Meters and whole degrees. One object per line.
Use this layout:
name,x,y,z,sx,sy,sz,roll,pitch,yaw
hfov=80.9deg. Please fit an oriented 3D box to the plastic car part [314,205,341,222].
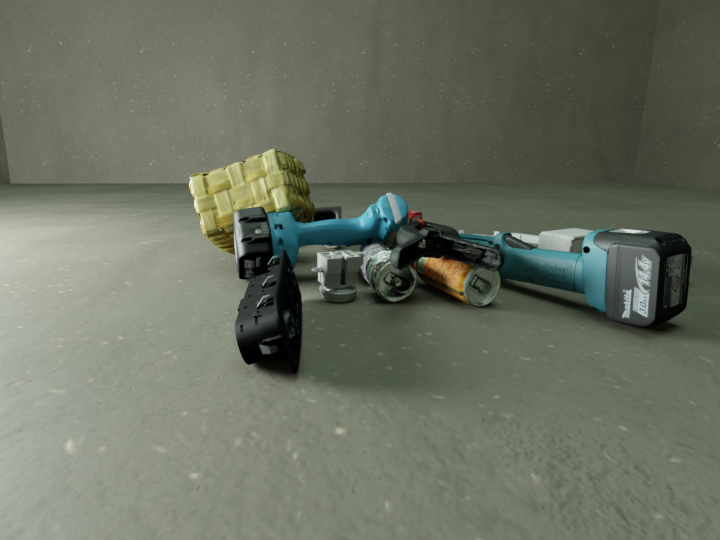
plastic car part,-0.098,-0.110,0.974,0.118,0.066,0.069,0,-2,9

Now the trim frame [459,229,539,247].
trim frame,0.276,-0.050,0.802,0.262,0.027,0.177,12,18,43

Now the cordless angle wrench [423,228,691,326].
cordless angle wrench,0.187,-0.021,0.599,0.071,0.097,0.445,-8,13,-33

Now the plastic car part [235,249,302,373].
plastic car part,-0.090,0.035,0.423,0.066,0.065,0.209,-12,17,-8

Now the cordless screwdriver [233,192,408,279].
cordless screwdriver,-0.062,-0.040,0.632,0.245,0.077,0.156,-9,-24,-10
